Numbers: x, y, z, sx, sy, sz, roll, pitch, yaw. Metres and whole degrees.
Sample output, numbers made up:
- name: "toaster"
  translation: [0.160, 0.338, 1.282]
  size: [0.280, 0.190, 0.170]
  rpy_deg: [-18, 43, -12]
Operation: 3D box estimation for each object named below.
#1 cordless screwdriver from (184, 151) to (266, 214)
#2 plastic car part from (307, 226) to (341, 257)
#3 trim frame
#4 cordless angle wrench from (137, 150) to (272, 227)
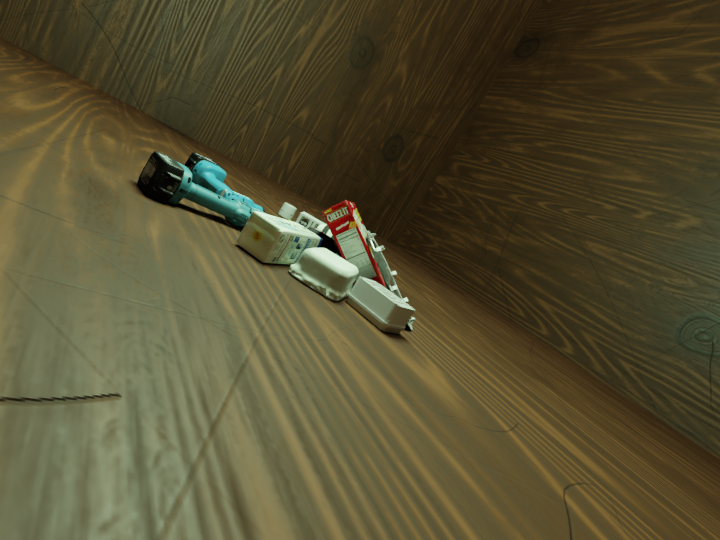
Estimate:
- name: "cordless screwdriver"
  translation: [-0.367, -0.220, 1.141]
  size: [0.262, 0.074, 0.151]
  rpy_deg: [40, 12, 33]
- name: "plastic car part"
  translation: [-0.098, -0.064, 1.005]
  size: [0.122, 0.065, 0.068]
  rpy_deg: [25, -34, 29]
- name: "trim frame"
  translation: [0.069, 0.018, 0.958]
  size: [0.175, 0.028, 0.258]
  rpy_deg: [47, 21, -62]
- name: "cordless angle wrench"
  translation: [-0.271, -0.128, 0.936]
  size: [0.399, 0.074, 0.104]
  rpy_deg: [25, 10, -46]
